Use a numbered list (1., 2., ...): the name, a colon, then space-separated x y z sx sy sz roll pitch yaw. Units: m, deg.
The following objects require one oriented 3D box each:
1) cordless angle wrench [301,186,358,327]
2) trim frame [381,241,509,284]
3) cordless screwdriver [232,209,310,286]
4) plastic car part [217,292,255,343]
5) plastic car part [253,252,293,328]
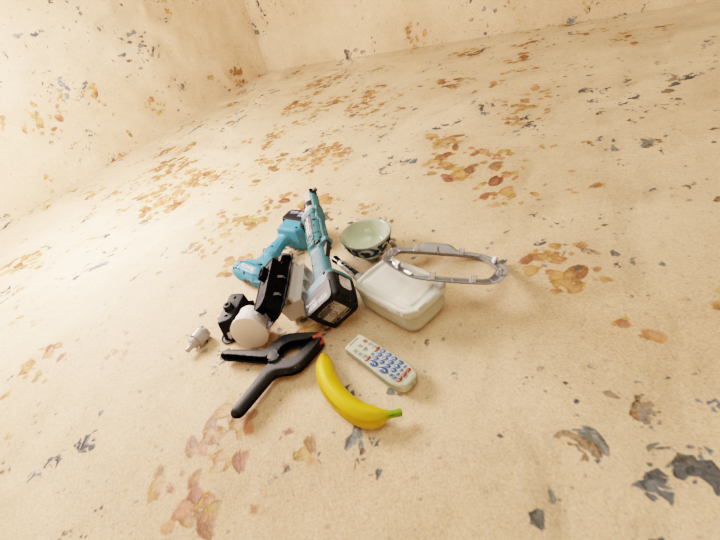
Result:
1. cordless angle wrench: -0.096 -0.063 0.979 0.099 0.071 0.441 -45 37 25
2. trim frame: 0.168 -0.017 0.845 0.250 0.027 0.186 2 22 3
3. cordless screwdriver: -0.194 -0.050 1.081 0.168 0.071 0.247 16 53 37
4. plastic car part: -0.278 0.095 0.934 0.068 0.068 0.118 -8 35 17
5. plastic car part: -0.184 0.030 0.891 0.067 0.064 0.210 -39 33 24
